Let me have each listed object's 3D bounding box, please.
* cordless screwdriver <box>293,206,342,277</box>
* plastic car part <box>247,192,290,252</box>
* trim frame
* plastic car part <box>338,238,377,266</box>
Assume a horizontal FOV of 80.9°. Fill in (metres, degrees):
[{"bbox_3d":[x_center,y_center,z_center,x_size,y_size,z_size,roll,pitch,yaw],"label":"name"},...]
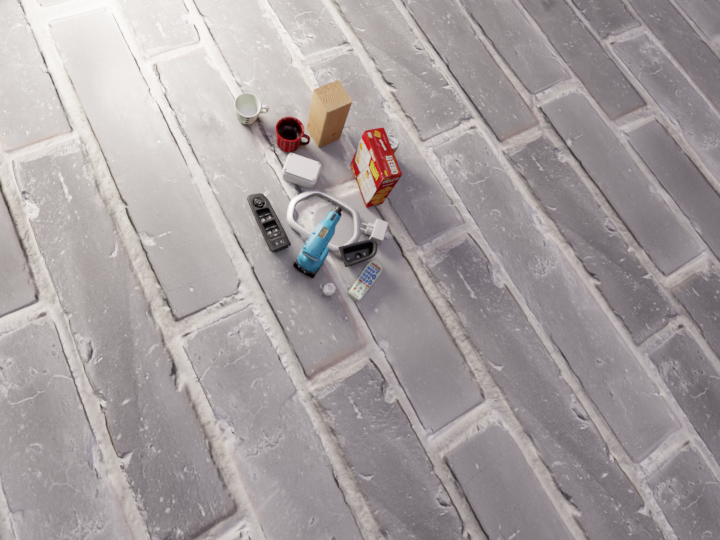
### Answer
[{"bbox_3d":[-0.116,-0.076,1.191,0.074,0.249,0.159,32,71,-3],"label":"cordless screwdriver"},{"bbox_3d":[-0.282,-0.145,1.285,0.065,0.067,0.207,-24,77,-16],"label":"plastic car part"},{"bbox_3d":[-0.114,-0.158,1.334,0.249,0.027,0.184,29,71,2],"label":"trim frame"},{"bbox_3d":[-0.008,-0.049,1.291,0.114,0.071,0.067,-16,78,-14],"label":"plastic car part"}]
